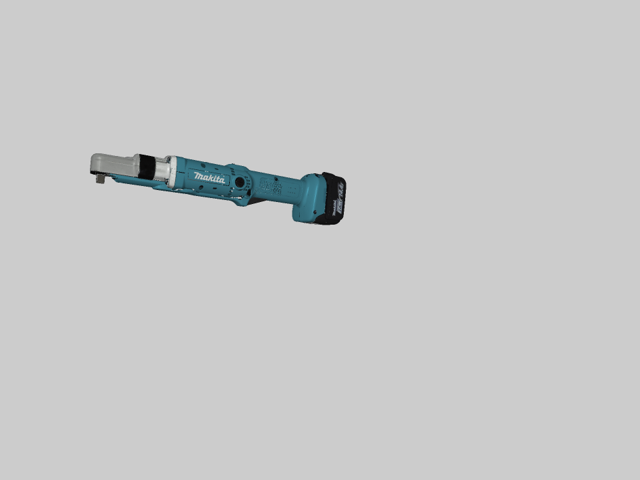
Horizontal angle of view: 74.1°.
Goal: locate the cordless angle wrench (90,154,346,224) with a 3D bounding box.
[{"bbox_3d":[-0.143,-0.092,0.703,0.422,0.098,0.074,5,0,-36],"label":"cordless angle wrench"}]
